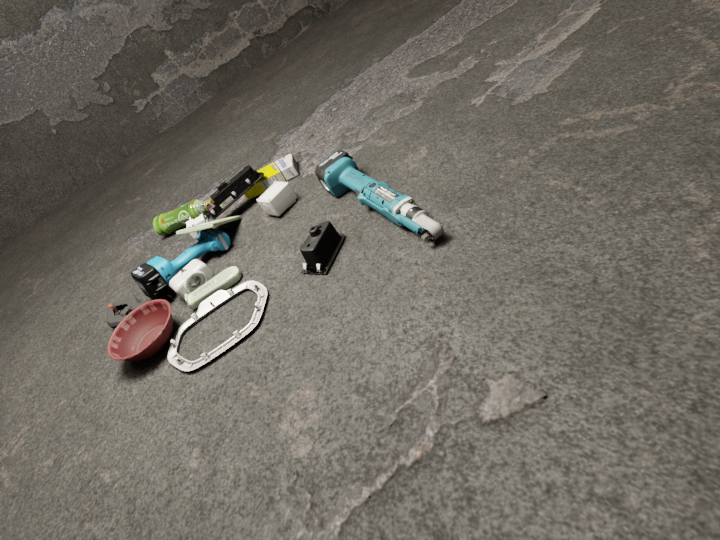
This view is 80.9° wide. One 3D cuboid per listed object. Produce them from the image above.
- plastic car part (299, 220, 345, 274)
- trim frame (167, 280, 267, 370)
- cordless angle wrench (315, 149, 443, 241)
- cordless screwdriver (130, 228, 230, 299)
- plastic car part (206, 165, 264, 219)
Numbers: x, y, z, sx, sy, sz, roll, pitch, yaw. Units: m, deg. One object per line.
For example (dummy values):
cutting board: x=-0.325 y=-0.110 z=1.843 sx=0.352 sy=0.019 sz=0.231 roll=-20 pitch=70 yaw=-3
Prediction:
plastic car part: x=-0.085 y=-0.056 z=0.874 sx=0.069 sy=0.067 sz=0.117 roll=0 pitch=50 yaw=35
trim frame: x=-0.300 y=0.108 z=0.883 sx=0.248 sy=0.026 sz=0.194 roll=-36 pitch=36 yaw=-1
cordless angle wrench: x=0.033 y=-0.162 z=0.910 sx=0.097 sy=0.070 sz=0.447 roll=-38 pitch=39 yaw=-8
cordless screwdriver: x=-0.475 y=-0.034 z=1.116 sx=0.245 sy=0.071 sz=0.168 roll=-40 pitch=33 yaw=-25
plastic car part: x=-0.372 y=-0.236 z=1.227 sx=0.202 sy=0.064 sz=0.069 roll=-40 pitch=28 yaw=-10
